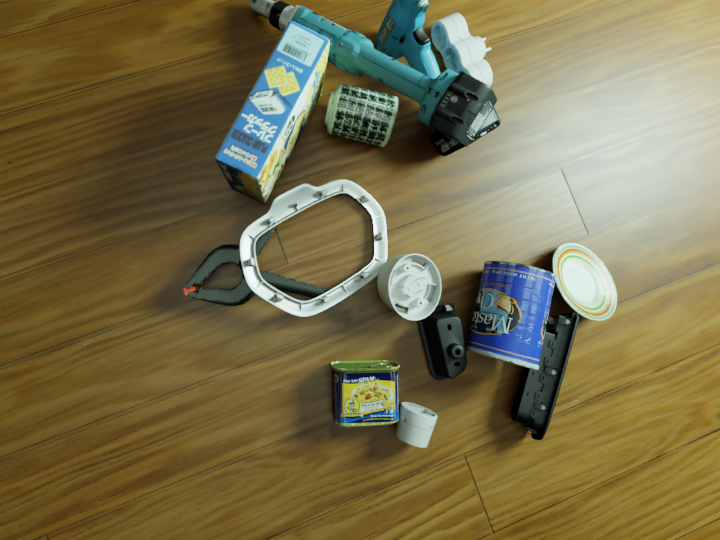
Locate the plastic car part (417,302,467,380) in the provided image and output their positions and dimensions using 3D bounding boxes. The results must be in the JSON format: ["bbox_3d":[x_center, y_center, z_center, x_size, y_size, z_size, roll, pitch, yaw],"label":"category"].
[{"bbox_3d":[0.134,0.112,0.646,0.065,0.071,0.118,-10,83,-7],"label":"plastic car part"}]

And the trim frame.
[{"bbox_3d":[-0.063,-0.041,0.647,0.245,0.028,0.185,-30,88,-18],"label":"trim frame"}]

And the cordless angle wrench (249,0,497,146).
[{"bbox_3d":[-0.011,-0.318,0.619,0.439,0.094,0.074,37,110,19],"label":"cordless angle wrench"}]

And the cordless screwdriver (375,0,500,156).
[{"bbox_3d":[0.119,-0.309,0.647,0.074,0.161,0.249,-31,91,-13],"label":"cordless screwdriver"}]

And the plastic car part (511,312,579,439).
[{"bbox_3d":[0.281,0.159,0.658,0.068,0.065,0.204,14,83,4],"label":"plastic car part"}]
